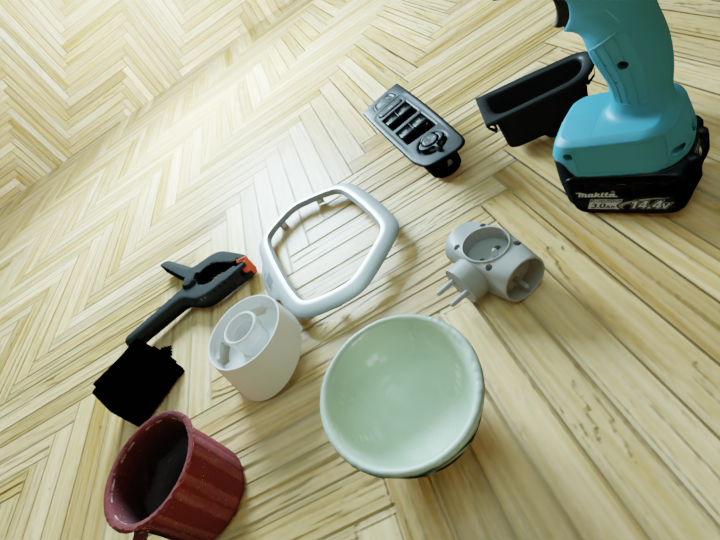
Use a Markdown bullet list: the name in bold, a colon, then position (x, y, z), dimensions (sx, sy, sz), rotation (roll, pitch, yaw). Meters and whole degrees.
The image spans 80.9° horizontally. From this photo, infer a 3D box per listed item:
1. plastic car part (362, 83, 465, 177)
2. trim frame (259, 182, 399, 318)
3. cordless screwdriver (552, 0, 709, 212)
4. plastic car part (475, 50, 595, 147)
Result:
- **plastic car part**: position (0.071, -0.180, 0.562), dimensions (0.066, 0.063, 0.213), rotation (-33, 40, 4)
- **trim frame**: position (-0.053, -0.035, 0.544), dimensions (0.184, 0.026, 0.262), rotation (-38, 40, -1)
- **cordless screwdriver**: position (0.174, -0.155, 0.328), dimensions (0.168, 0.236, 0.074), rotation (12, 58, 43)
- **plastic car part**: position (0.198, -0.176, 0.463), dimensions (0.119, 0.067, 0.068), rotation (-17, 43, 22)
